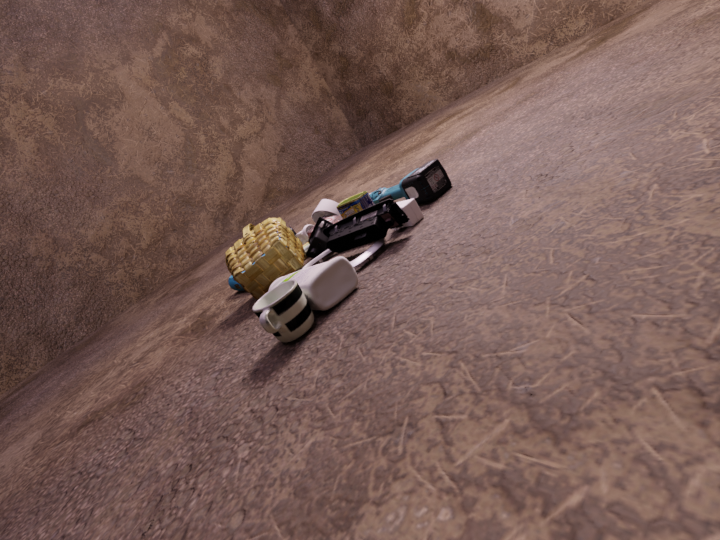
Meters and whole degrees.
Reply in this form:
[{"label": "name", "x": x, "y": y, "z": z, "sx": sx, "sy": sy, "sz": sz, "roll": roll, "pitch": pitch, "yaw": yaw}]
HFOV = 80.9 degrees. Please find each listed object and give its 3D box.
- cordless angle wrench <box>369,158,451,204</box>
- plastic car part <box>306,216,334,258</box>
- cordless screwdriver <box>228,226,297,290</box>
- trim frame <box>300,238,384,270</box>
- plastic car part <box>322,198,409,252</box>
[{"label": "cordless angle wrench", "x": 0.059, "y": -0.197, "z": 1.155, "sx": 0.096, "sy": 0.073, "sz": 0.439, "roll": -40, "pitch": 17, "yaw": -28}, {"label": "plastic car part", "x": -0.105, "y": -0.069, "z": 1.079, "sx": 0.117, "sy": 0.065, "sz": 0.071, "roll": -53, "pitch": 9, "yaw": 48}, {"label": "cordless screwdriver", "x": -0.271, "y": -0.032, "z": 1.256, "sx": 0.166, "sy": 0.072, "sz": 0.246, "roll": -9, "pitch": 32, "yaw": 52}, {"label": "trim frame", "x": -0.048, "y": -0.024, "z": 0.929, "sx": 0.258, "sy": 0.027, "sz": 0.182, "roll": -13, "pitch": 24, "yaw": 42}, {"label": "plastic car part", "x": 0.000, "y": -0.081, "z": 0.888, "sx": 0.211, "sy": 0.063, "sz": 0.068, "roll": -13, "pitch": 49, "yaw": 43}]
